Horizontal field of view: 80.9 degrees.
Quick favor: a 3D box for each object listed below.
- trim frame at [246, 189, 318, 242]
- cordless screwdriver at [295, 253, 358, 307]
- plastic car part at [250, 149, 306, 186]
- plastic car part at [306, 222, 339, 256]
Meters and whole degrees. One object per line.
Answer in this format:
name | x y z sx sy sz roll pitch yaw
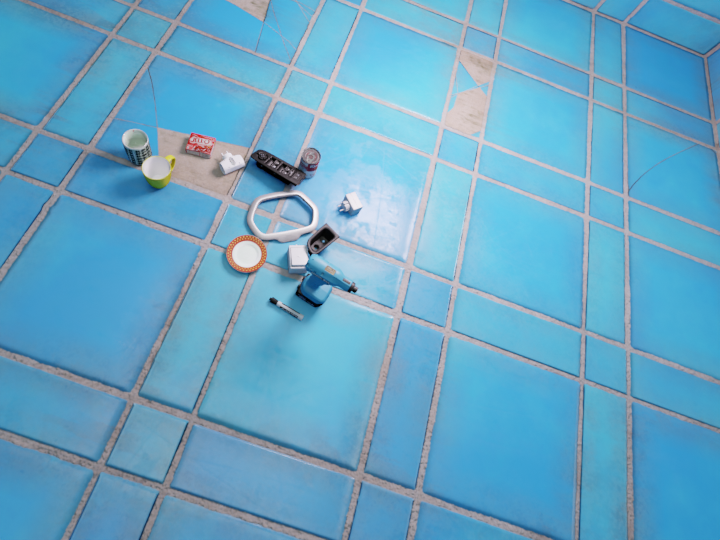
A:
trim frame | -0.263 -0.185 1.440 0.243 0.027 0.189 -12 71 -16
cordless screwdriver | -0.104 0.046 1.253 0.160 0.248 0.074 33 65 -1
plastic car part | -0.291 -0.357 1.485 0.204 0.067 0.066 33 65 3
plastic car part | -0.137 -0.090 1.401 0.067 0.071 0.115 45 66 5
